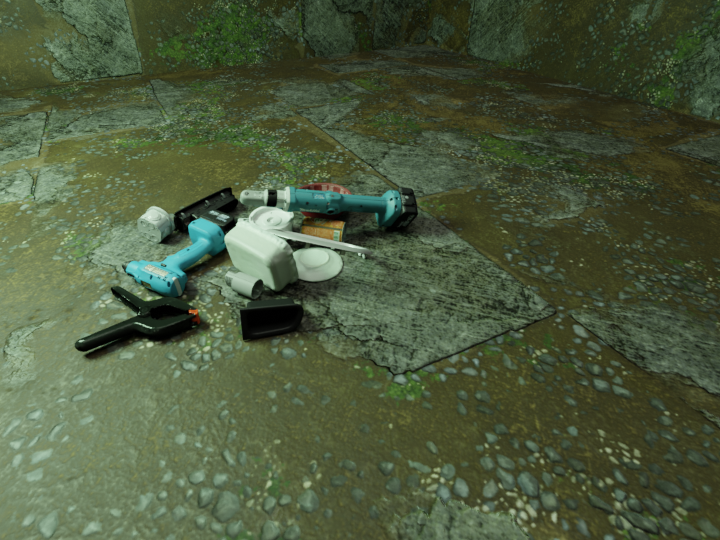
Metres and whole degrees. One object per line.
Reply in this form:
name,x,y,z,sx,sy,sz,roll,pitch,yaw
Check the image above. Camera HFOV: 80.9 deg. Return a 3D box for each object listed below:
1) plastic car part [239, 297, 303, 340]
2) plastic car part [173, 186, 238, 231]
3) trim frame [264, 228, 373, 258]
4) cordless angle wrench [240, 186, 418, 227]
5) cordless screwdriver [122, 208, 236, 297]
plastic car part,-0.172,0.081,0.805,0.114,0.064,0.074,-8,23,-16
plastic car part,-0.398,-0.161,1.118,0.069,0.065,0.201,26,43,15
trim frame,-0.091,-0.060,0.932,0.243,0.027,0.189,9,7,-14
cordless angle wrench,-0.073,-0.161,1.010,0.412,0.098,0.076,2,65,-16
cordless screwdriver,-0.404,-0.048,0.964,0.165,0.072,0.247,16,44,21
